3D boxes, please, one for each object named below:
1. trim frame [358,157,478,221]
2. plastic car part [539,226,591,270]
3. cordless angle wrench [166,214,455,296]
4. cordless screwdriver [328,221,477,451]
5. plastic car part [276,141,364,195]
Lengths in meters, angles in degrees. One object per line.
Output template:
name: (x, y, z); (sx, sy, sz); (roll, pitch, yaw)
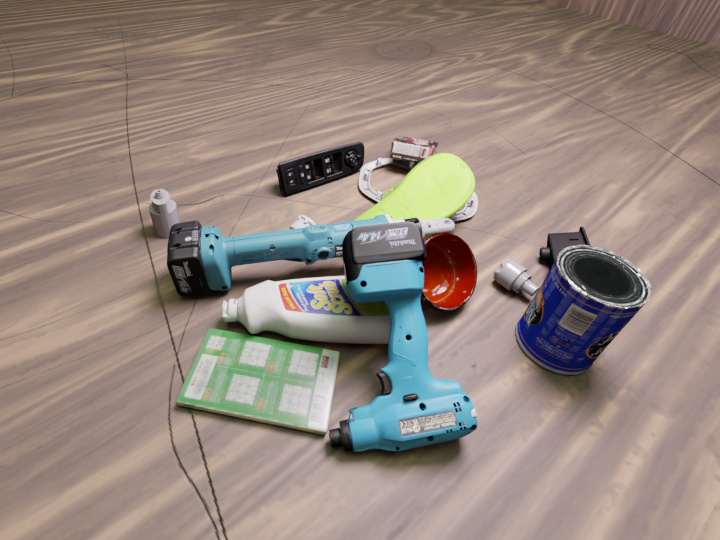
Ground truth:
trim frame: (0.111, -0.167, 0.842); (0.260, 0.027, 0.181); (29, 48, 26)
plastic car part: (0.333, -0.022, 0.690); (0.073, 0.063, 0.118); (0, 39, 13)
cordless angle wrench: (-0.062, -0.040, 0.629); (0.418, 0.095, 0.077); (-8, 48, -7)
cordless screwdriver: (0.023, 0.074, 0.491); (0.159, 0.073, 0.253); (-12, 76, -2)
plastic car part: (-0.081, -0.210, 0.853); (0.198, 0.064, 0.070); (-22, 24, -22)
